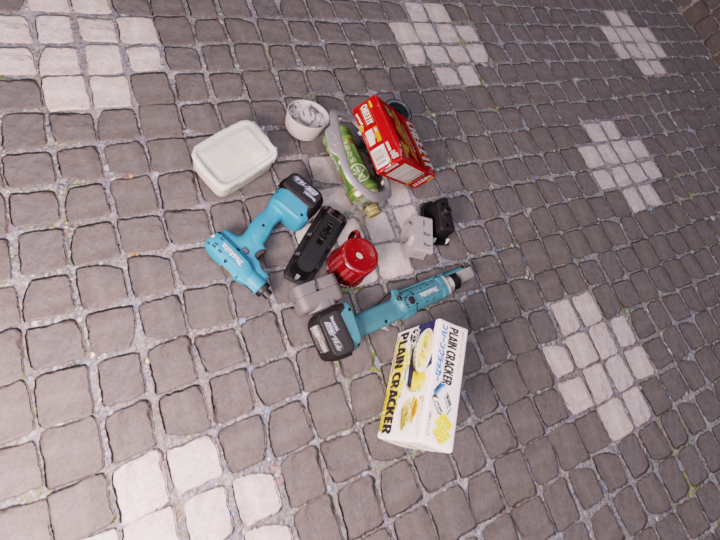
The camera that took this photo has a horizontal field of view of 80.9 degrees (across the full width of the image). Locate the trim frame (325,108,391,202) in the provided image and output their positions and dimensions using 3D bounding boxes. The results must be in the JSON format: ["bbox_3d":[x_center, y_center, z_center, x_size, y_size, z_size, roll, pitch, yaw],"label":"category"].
[{"bbox_3d":[-0.004,-0.249,0.917,0.174,0.028,0.257,18,50,-45],"label":"trim frame"}]

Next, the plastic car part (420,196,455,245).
[{"bbox_3d":[0.189,-0.125,1.005,0.064,0.072,0.119,3,72,-23],"label":"plastic car part"}]

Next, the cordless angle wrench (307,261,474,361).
[{"bbox_3d":[0.092,0.068,0.892,0.411,0.075,0.100,-21,79,-28],"label":"cordless angle wrench"}]

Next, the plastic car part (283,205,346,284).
[{"bbox_3d":[-0.087,-0.057,0.885,0.065,0.068,0.203,36,64,-14],"label":"plastic car part"}]

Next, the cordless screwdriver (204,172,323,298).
[{"bbox_3d":[-0.171,-0.072,0.853,0.159,0.075,0.246,43,65,0],"label":"cordless screwdriver"}]
